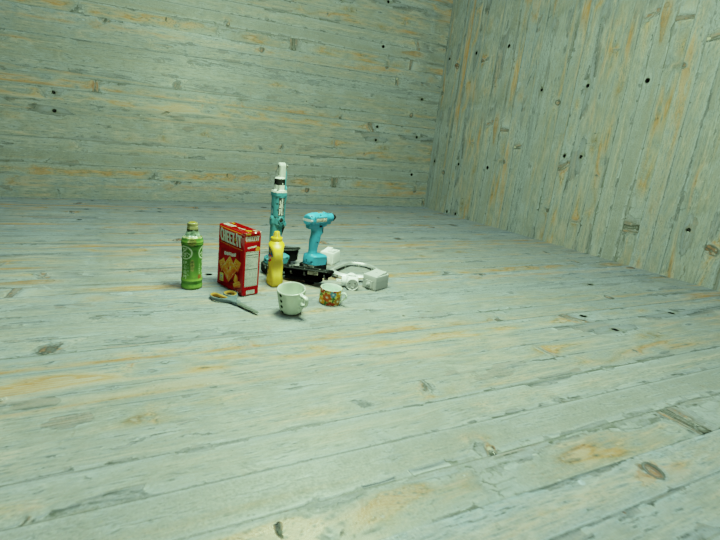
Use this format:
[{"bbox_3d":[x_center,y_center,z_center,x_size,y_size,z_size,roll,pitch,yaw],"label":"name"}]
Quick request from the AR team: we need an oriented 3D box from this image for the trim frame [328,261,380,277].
[{"bbox_3d":[-0.025,-0.001,1.714,0.192,0.027,0.242,12,18,23],"label":"trim frame"}]

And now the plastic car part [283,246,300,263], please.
[{"bbox_3d":[-0.310,-0.063,1.764,0.116,0.070,0.067,4,15,-5],"label":"plastic car part"}]

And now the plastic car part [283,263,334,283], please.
[{"bbox_3d":[-0.200,0.012,1.550,0.211,0.066,0.065,11,16,21],"label":"plastic car part"}]

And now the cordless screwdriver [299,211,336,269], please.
[{"bbox_3d":[-0.160,-0.105,1.640,0.078,0.245,0.153,16,18,36],"label":"cordless screwdriver"}]

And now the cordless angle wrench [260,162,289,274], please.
[{"bbox_3d":[-0.310,-0.191,1.583,0.094,0.417,0.079,-6,18,-40],"label":"cordless angle wrench"}]
